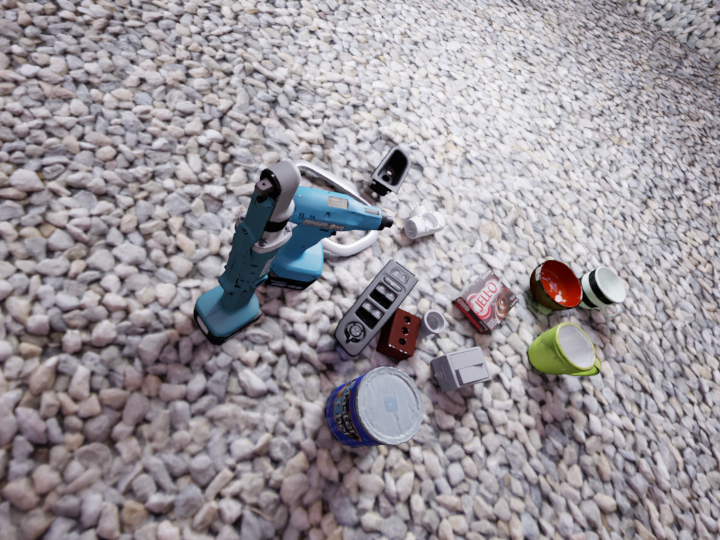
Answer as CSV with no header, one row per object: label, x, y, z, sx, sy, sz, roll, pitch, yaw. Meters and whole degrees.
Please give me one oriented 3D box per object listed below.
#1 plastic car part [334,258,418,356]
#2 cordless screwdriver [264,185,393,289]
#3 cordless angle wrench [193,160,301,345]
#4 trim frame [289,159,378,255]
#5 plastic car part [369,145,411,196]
plastic car part,0.019,0.070,0.763,0.067,0.067,0.201,41,58,0
cordless screwdriver,-0.067,-0.044,0.682,0.154,0.250,0.076,10,63,-19
cordless angle wrench,-0.143,-0.004,0.530,0.096,0.425,0.075,-33,84,-32
trim frame,-0.071,-0.130,0.857,0.247,0.027,0.185,29,58,-4
plastic car part,0.060,-0.207,0.919,0.066,0.071,0.117,33,58,-5
